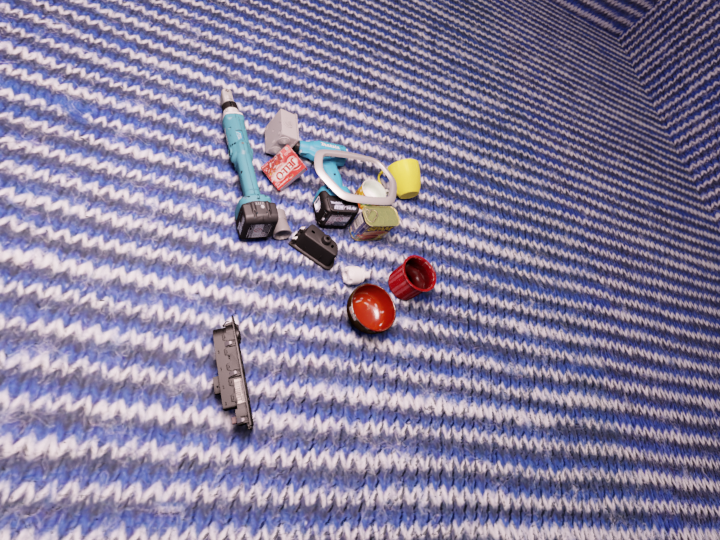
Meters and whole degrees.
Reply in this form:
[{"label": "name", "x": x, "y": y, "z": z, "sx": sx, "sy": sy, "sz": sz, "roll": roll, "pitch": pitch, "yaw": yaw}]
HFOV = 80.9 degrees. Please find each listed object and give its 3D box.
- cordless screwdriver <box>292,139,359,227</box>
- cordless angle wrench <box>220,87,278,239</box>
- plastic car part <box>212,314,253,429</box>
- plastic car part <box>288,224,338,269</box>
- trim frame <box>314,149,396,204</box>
[{"label": "cordless screwdriver", "x": -0.096, "y": -0.230, "z": 1.069, "sx": 0.153, "sy": 0.075, "sz": 0.257, "roll": 5, "pitch": 57, "yaw": -25}, {"label": "cordless angle wrench", "x": -0.281, "y": -0.273, "z": 0.992, "sx": 0.072, "sy": 0.098, "sz": 0.438, "roll": -5, "pitch": 62, "yaw": -28}, {"label": "plastic car part", "x": -0.236, "y": 0.186, "z": 0.772, "sx": 0.067, "sy": 0.065, "sz": 0.209, "roll": -11, "pitch": 67, "yaw": -5}, {"label": "plastic car part", "x": -0.095, "y": -0.062, "z": 0.973, "sx": 0.116, "sy": 0.071, "sz": 0.066, "roll": 35, "pitch": 54, "yaw": -2}, {"label": "trim frame", "x": -0.008, "y": -0.237, "z": 1.061, "sx": 0.238, "sy": 0.028, "sz": 0.191, "roll": -2, "pitch": 59, "yaw": -32}]
